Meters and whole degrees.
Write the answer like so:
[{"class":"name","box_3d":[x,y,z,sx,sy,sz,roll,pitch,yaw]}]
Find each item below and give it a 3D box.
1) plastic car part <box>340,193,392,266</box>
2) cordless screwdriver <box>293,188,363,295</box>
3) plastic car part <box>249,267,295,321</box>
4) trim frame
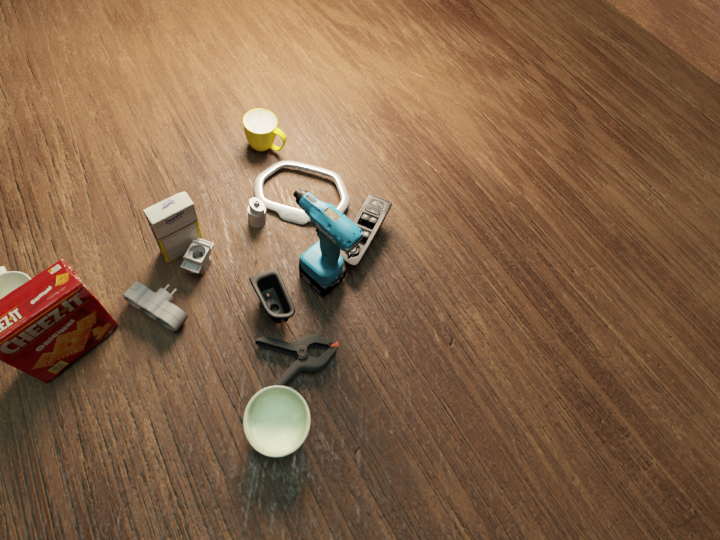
[{"class":"plastic car part","box_3d":[0.004,-0.090,1.021,0.067,0.066,0.203,26,60,4]},{"class":"cordless screwdriver","box_3d":[-0.087,-0.057,0.886,0.164,0.245,0.073,43,62,12]},{"class":"plastic car part","box_3d":[-0.186,0.066,0.904,0.064,0.070,0.121,-21,66,-20]},{"class":"trim frame","box_3d":[-0.151,-0.202,1.087,0.249,0.027,0.187,14,59,0]}]
